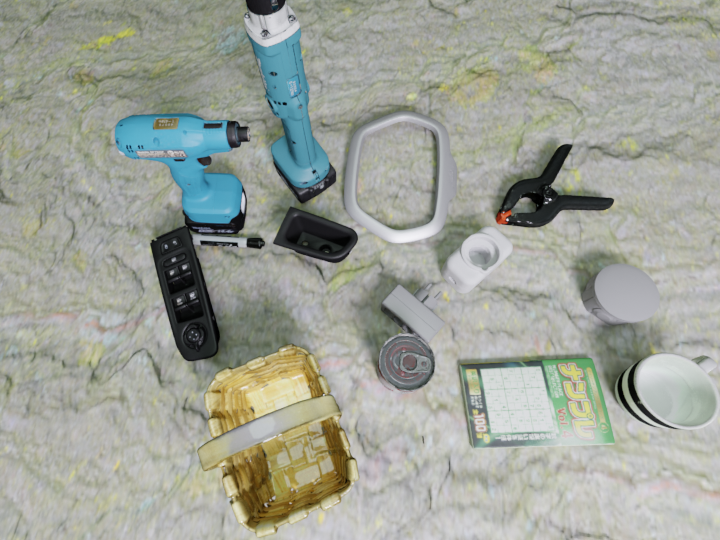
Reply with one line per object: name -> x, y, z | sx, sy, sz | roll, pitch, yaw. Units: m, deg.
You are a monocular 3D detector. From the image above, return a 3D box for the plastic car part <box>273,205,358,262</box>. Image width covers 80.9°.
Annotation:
plastic car part -> -0.063, -0.041, 0.646 | 0.119, 0.069, 0.066 | 20, 72, 11

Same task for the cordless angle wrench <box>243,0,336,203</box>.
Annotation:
cordless angle wrench -> -0.093, -0.225, 0.536 | 0.074, 0.412, 0.101 | -34, 74, -11

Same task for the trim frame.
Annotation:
trim frame -> 0.067, -0.161, 0.702 | 0.186, 0.027, 0.253 | 4, 69, 7

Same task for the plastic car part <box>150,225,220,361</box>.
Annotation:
plastic car part -> -0.257, 0.039, 0.635 | 0.066, 0.065, 0.210 | -21, 69, -5

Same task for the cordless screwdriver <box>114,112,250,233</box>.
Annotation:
cordless screwdriver -> -0.212, -0.132, 0.602 | 0.160, 0.242, 0.076 | 1, 71, 2
